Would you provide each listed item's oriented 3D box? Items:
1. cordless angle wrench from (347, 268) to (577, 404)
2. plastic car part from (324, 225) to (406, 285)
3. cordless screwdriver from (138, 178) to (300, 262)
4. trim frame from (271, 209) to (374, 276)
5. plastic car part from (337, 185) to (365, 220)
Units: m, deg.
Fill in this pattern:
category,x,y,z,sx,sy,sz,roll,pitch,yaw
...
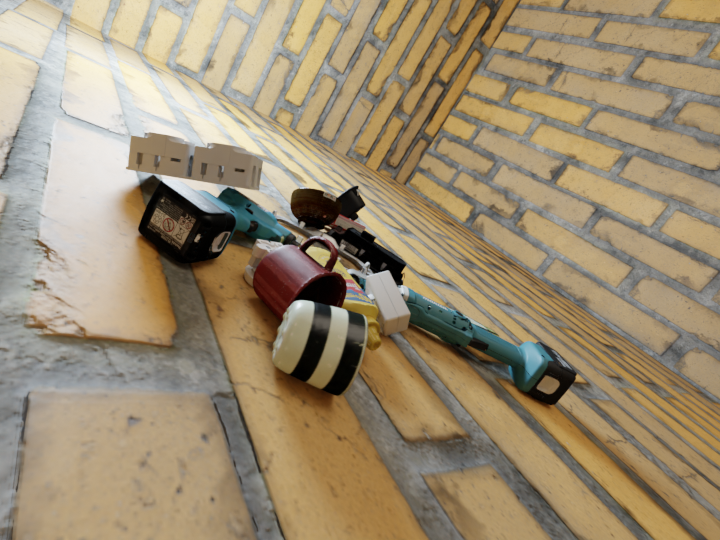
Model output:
category,x,y,z,sx,sy,sz,roll,pitch,yaw
cordless angle wrench,0.160,0.099,0.732,0.419,0.074,0.099,26,17,-5
plastic car part,0.018,-0.041,0.913,0.209,0.067,0.064,38,10,15
cordless screwdriver,-0.184,-0.063,0.611,0.161,0.074,0.246,32,13,4
trim frame,-0.079,-0.052,0.811,0.247,0.027,0.186,27,11,-4
plastic car part,-0.037,-0.154,1.070,0.072,0.118,0.064,58,21,5
